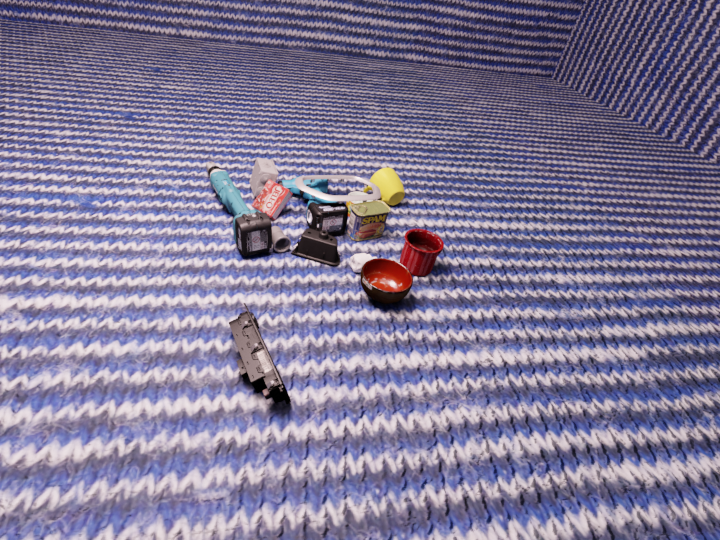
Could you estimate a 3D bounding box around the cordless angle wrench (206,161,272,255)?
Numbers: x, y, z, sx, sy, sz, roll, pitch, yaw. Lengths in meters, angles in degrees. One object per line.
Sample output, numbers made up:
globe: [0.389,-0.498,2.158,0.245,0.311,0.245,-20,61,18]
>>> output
cordless angle wrench: [-0.340,-0.192,1.103,0.072,0.095,0.447,-14,41,-26]

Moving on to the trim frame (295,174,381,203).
trim frame: [-0.058,-0.224,1.145,0.240,0.027,0.195,-9,36,-28]

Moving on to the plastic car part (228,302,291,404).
plastic car part: [-0.184,0.145,0.737,0.067,0.063,0.214,-28,48,-6]

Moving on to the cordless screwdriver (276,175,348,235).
cordless screwdriver: [-0.138,-0.188,1.152,0.155,0.072,0.262,-6,37,-20]

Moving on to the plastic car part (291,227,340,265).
plastic car part: [-0.098,-0.064,1.004,0.119,0.069,0.066,16,38,11]
